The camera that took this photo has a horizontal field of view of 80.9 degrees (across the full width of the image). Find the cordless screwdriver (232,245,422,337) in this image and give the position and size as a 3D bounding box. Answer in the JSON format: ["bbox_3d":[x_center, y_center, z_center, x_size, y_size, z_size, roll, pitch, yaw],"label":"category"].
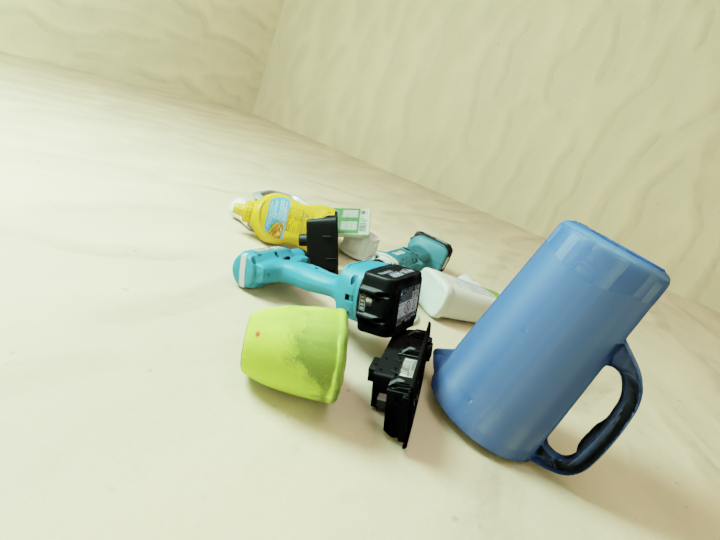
[{"bbox_3d":[-0.039,0.010,0.597,0.261,0.073,0.153,13,14,28],"label":"cordless screwdriver"}]

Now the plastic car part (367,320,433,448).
[{"bbox_3d":[0.049,0.115,0.489,0.069,0.065,0.199,1,13,20],"label":"plastic car part"}]

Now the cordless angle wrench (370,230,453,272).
[{"bbox_3d":[0.082,-0.017,0.819,0.102,0.074,0.409,28,18,19],"label":"cordless angle wrench"}]

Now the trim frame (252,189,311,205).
[{"bbox_3d":[-0.157,-0.147,1.033,0.175,0.027,0.263,-2,28,-46],"label":"trim frame"}]

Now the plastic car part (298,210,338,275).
[{"bbox_3d":[-0.072,-0.047,0.739,0.071,0.114,0.068,-4,21,-3],"label":"plastic car part"}]
